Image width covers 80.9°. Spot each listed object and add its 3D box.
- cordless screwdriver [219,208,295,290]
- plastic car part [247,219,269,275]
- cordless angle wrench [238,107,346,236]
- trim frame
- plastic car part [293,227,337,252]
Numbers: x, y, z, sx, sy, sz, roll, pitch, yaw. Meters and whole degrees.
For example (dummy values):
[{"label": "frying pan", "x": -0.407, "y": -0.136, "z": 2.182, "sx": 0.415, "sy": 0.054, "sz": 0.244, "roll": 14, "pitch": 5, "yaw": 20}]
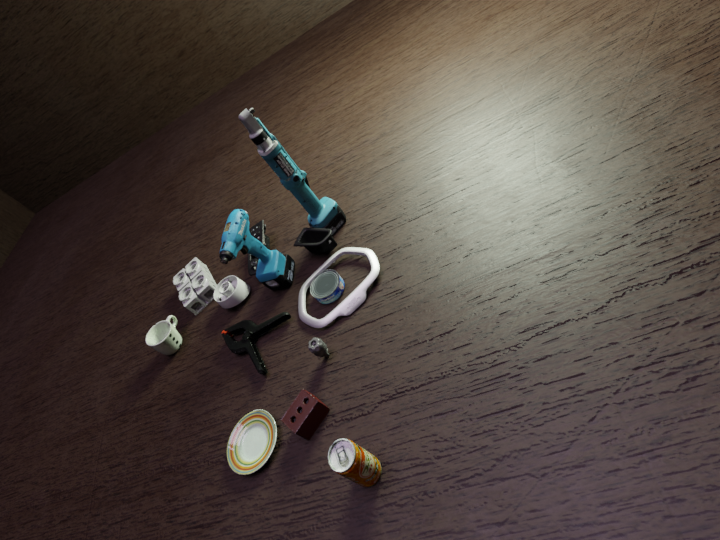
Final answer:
[{"label": "cordless screwdriver", "x": -0.275, "y": -0.029, "z": 1.114, "sx": 0.077, "sy": 0.235, "sz": 0.163, "roll": -16, "pitch": 47, "yaw": 25}, {"label": "plastic car part", "x": -0.308, "y": -0.057, "z": 1.289, "sx": 0.067, "sy": 0.063, "sz": 0.211, "roll": -25, "pitch": 44, "yaw": 16}, {"label": "cordless angle wrench", "x": -0.179, "y": -0.245, "z": 1.103, "sx": 0.098, "sy": 0.400, "sz": 0.079, "roll": -47, "pitch": 42, "yaw": -9}, {"label": "trim frame", "x": -0.059, "y": 0.038, "z": 1.059, "sx": 0.248, "sy": 0.026, "sz": 0.195, "roll": -43, "pitch": 42, "yaw": -3}, {"label": "plastic car part", "x": -0.114, "y": -0.074, "z": 1.161, "sx": 0.122, "sy": 0.067, "sz": 0.066, "roll": 7, "pitch": 59, "yaw": 39}]
